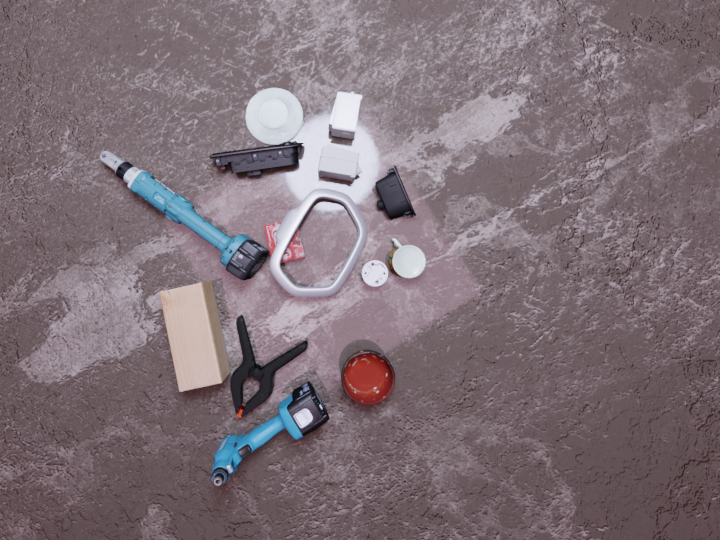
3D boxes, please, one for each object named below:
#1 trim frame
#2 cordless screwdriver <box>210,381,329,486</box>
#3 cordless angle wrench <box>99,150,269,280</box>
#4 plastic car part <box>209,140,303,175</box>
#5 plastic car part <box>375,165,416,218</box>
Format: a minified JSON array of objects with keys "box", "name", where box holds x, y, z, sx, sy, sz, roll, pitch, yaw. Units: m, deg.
[{"box":[-0.089,-0.058,0.910,0.180,0.028,0.249,30,83,-12],"name":"trim frame"},{"box":[-0.186,0.333,0.853,0.248,0.160,0.074,-31,93,-3],"name":"cordless screwdriver"},{"box":[-0.391,-0.132,0.906,0.427,0.097,0.074,35,92,4],"name":"cordless angle wrench"},{"box":[-0.219,-0.244,0.920,0.203,0.067,0.066,-12,100,0],"name":"plastic car part"},{"box":[0.068,-0.161,0.920,0.072,0.065,0.116,-19,93,13],"name":"plastic car part"}]
